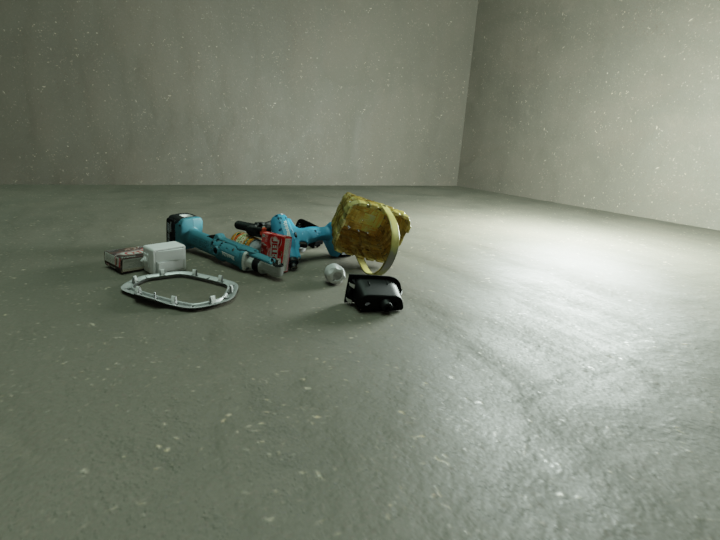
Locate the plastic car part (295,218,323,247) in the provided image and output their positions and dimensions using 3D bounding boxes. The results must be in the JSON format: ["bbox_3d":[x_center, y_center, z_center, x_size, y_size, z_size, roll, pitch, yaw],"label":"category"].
[{"bbox_3d":[-0.157,-0.121,1.342,0.064,0.066,0.214,5,13,-32],"label":"plastic car part"}]

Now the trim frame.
[{"bbox_3d":[-0.366,0.033,0.863,0.259,0.027,0.179,12,20,24],"label":"trim frame"}]

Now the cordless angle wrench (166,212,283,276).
[{"bbox_3d":[-0.349,-0.057,1.077,0.446,0.096,0.071,20,21,35],"label":"cordless angle wrench"}]

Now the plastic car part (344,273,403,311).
[{"bbox_3d":[0.034,0.051,0.814,0.114,0.064,0.074,3,30,-11],"label":"plastic car part"}]

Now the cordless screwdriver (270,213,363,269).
[{"bbox_3d":[-0.110,-0.072,1.122,0.238,0.074,0.166,-1,54,-32],"label":"cordless screwdriver"}]
